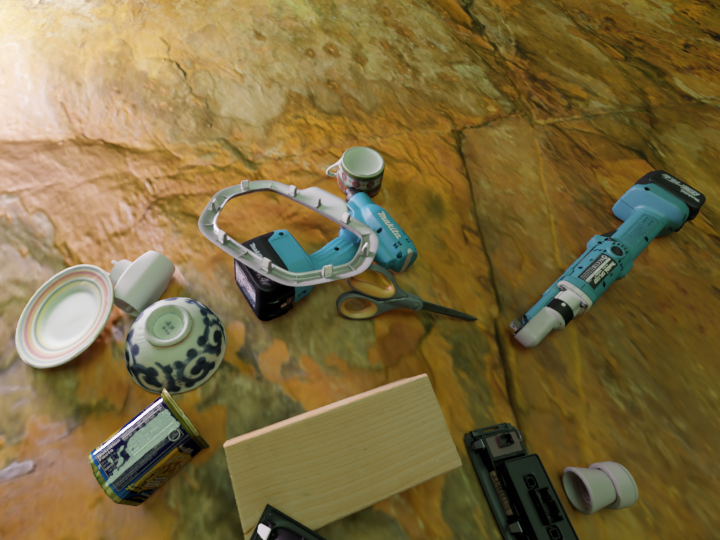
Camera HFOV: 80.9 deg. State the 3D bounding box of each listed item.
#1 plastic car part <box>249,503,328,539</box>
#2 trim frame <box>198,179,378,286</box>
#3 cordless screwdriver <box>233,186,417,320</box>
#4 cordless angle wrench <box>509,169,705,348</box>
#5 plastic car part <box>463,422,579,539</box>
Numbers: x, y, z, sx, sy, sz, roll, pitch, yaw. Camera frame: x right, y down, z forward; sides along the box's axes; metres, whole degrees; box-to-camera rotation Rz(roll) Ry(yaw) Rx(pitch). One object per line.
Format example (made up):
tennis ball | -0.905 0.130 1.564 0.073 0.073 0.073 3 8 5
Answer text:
plastic car part | -0.034 0.240 0.311 0.117 0.070 0.066 27 68 2
trim frame | -0.095 -0.061 0.553 0.260 0.027 0.180 28 43 26
cordless screwdriver | -0.059 -0.038 0.600 0.242 0.073 0.167 -20 58 -24
cordless angle wrench | 0.366 -0.016 0.631 0.416 0.072 0.102 -35 66 -24
plastic car part | 0.183 0.258 0.423 0.064 0.066 0.211 -5 58 -20
